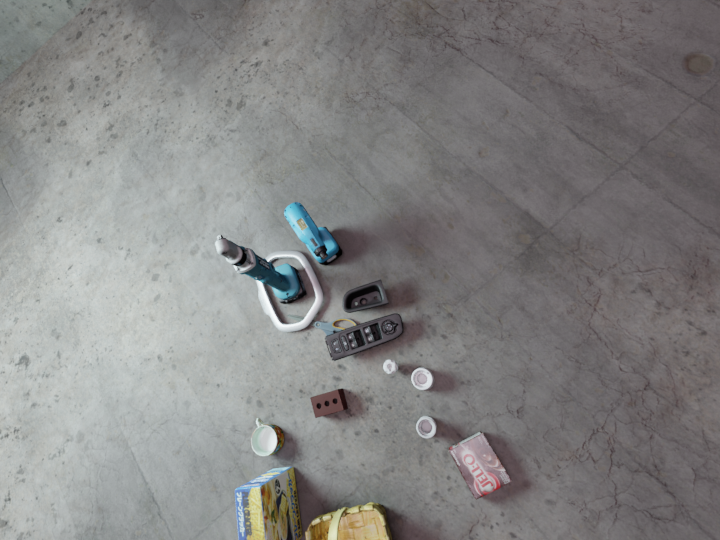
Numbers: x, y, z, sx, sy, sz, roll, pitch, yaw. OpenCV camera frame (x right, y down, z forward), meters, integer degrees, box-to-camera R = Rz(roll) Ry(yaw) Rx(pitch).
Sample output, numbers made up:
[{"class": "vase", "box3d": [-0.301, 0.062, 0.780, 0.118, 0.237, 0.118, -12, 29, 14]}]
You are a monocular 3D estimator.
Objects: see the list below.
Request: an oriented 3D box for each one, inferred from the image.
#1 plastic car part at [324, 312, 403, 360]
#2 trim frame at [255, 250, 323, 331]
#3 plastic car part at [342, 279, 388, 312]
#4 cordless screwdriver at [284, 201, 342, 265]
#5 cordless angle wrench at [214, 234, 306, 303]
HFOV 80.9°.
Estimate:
[{"class": "plastic car part", "box3d": [0.015, 0.170, 1.089, 0.205, 0.064, 0.068, -22, 71, 9]}, {"class": "trim frame", "box3d": [-0.209, 0.054, 1.208, 0.185, 0.026, 0.257, -31, 68, 5]}, {"class": "plastic car part", "box3d": [0.012, 0.077, 1.116, 0.118, 0.068, 0.068, -18, 72, 9]}, {"class": "cordless screwdriver", "box3d": [-0.108, -0.070, 1.101, 0.074, 0.239, 0.165, -35, 71, 2]}, {"class": "cordless angle wrench", "box3d": [-0.238, 0.000, 1.027, 0.075, 0.407, 0.101, -24, 73, 5]}]
